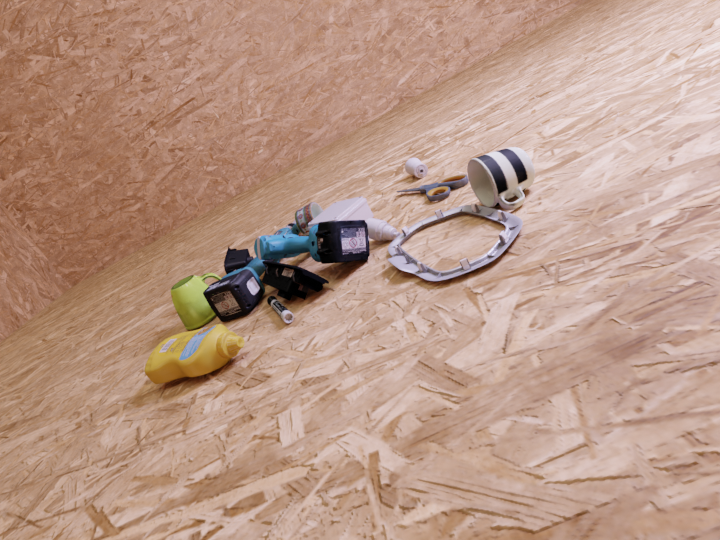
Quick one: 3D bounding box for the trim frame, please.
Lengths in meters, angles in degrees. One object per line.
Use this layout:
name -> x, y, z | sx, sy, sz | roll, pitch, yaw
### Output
trim frame -> 0.132, -0.050, 0.653 | 0.184, 0.026, 0.258 | -32, 24, -3

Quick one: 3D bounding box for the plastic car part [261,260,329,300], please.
plastic car part -> -0.137, 0.019, 0.794 | 0.213, 0.063, 0.067 | 17, 88, 59

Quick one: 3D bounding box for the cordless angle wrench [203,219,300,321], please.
cordless angle wrench -> -0.214, -0.036, 0.996 | 0.101, 0.072, 0.424 | -20, 22, 24

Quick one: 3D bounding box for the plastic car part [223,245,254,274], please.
plastic car part -> -0.314, -0.022, 1.109 | 0.070, 0.064, 0.121 | -16, 24, -5

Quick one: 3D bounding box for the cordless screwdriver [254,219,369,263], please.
cordless screwdriver -> -0.082, -0.054, 0.841 | 0.152, 0.074, 0.261 | -7, 5, -43
